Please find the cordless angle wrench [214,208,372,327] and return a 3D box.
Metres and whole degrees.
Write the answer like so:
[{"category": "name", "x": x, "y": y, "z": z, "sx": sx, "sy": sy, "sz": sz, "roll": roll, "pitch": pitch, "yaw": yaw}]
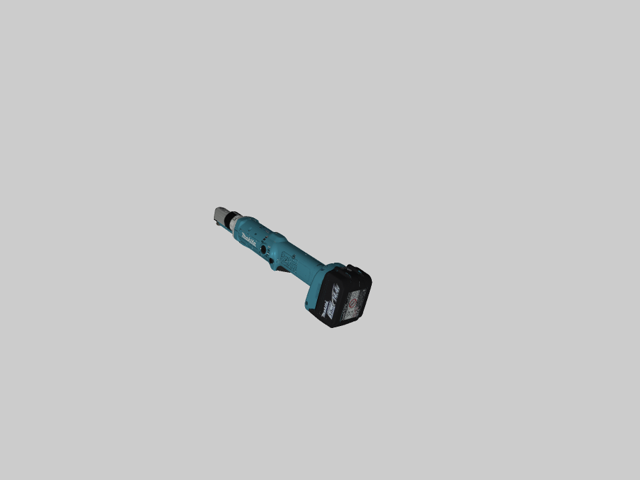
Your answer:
[{"category": "cordless angle wrench", "x": -0.088, "y": 0.019, "z": 0.813, "sx": 0.074, "sy": 0.098, "sz": 0.423, "roll": -6, "pitch": 27, "yaw": -45}]
